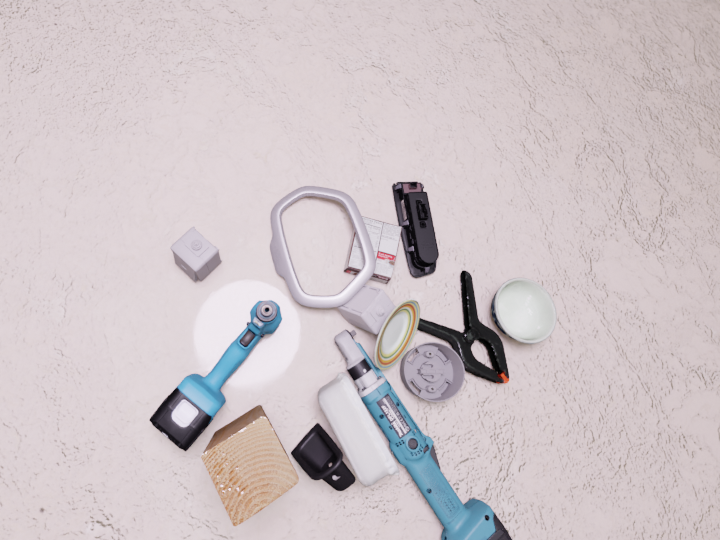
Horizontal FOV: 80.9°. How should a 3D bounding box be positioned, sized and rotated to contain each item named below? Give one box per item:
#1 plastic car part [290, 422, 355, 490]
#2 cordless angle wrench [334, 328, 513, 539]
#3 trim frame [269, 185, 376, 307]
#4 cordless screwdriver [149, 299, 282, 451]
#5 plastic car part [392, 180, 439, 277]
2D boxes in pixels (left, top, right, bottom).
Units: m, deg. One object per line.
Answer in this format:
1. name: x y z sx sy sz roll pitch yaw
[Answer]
1. plastic car part: -0.049 0.304 0.660 0.065 0.121 0.068 -46 112 -17
2. cordless angle wrench: 0.081 0.286 0.704 0.096 0.074 0.432 -31 78 -18
3. trim frame: -0.077 -0.050 0.783 0.183 0.027 0.256 -19 70 -2
4. cordless screwdriver: -0.209 0.148 0.651 0.074 0.159 0.248 38 73 -2
5. plastic car part: 0.117 -0.089 0.832 0.064 0.068 0.206 -2 76 -20
